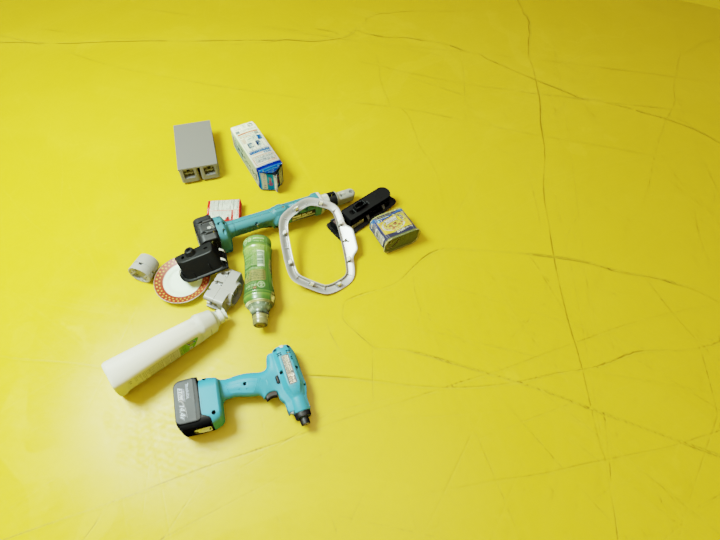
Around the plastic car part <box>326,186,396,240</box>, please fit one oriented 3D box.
[{"bbox_3d":[0.007,-0.161,1.105,0.199,0.065,0.070,-33,57,-24],"label":"plastic car part"}]

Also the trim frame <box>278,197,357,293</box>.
[{"bbox_3d":[-0.099,-0.065,1.016,0.179,0.027,0.255,-7,70,-19],"label":"trim frame"}]

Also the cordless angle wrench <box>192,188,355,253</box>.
[{"bbox_3d":[-0.202,-0.139,1.070,0.414,0.096,0.077,-20,64,-18],"label":"cordless angle wrench"}]

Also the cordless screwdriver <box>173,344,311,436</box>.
[{"bbox_3d":[-0.224,0.253,0.815,0.244,0.072,0.166,-16,58,-16],"label":"cordless screwdriver"}]

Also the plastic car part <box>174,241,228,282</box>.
[{"bbox_3d":[-0.367,-0.025,0.958,0.116,0.068,0.069,-21,43,-5],"label":"plastic car part"}]
